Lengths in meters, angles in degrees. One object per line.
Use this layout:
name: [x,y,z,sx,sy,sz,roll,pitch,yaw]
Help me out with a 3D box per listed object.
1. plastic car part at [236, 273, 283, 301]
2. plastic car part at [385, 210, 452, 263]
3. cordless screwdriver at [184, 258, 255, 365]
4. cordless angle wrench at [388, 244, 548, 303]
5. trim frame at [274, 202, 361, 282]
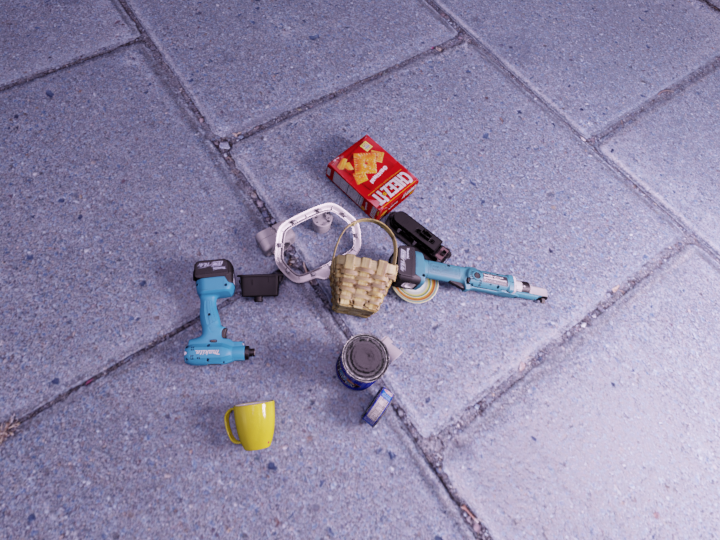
plastic car part: [-0.249,0.043,1.059,0.115,0.066,0.072,-4,82,-7]
plastic car part: [0.155,-0.094,1.149,0.209,0.065,0.066,39,74,16]
cordless screwdriver: [-0.333,0.099,1.019,0.158,0.073,0.254,-2,69,-6]
cordless angle wrench: [0.284,0.023,1.084,0.417,0.074,0.100,11,65,-7]
trim frame: [-0.108,-0.071,1.103,0.244,0.028,0.181,-27,100,-19]
